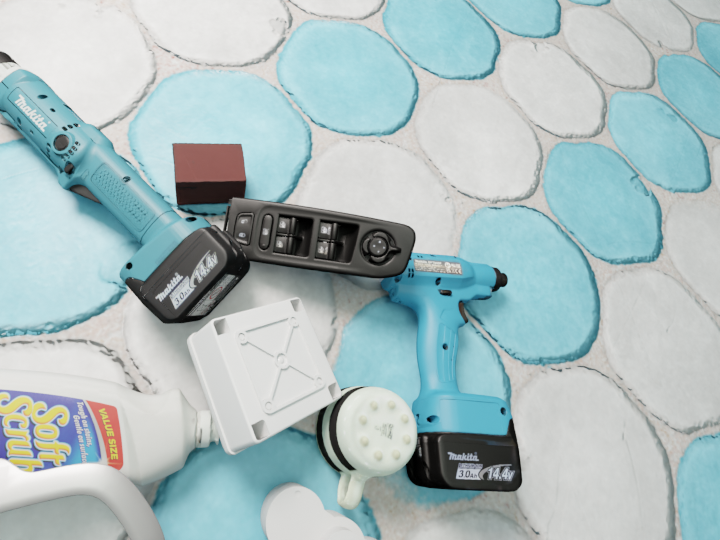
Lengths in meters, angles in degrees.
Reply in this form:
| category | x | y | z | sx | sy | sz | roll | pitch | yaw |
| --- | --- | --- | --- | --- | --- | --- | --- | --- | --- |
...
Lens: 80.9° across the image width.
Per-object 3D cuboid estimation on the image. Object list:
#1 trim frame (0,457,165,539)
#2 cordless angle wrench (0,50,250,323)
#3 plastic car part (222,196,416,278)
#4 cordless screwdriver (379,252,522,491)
| category | x | y | z | sx | sy | sz | roll | pitch | yaw |
| --- | --- | --- | --- | --- | --- | --- | --- | --- | --- |
| trim frame | -0.264 | 0.229 | 0.290 | 0.243 | 0.028 | 0.183 | -12 | 92 | -15 |
| cordless angle wrench | -0.294 | -0.121 | 0.441 | 0.431 | 0.073 | 0.098 | 43 | 89 | 10 |
| plastic car part | -0.045 | -0.030 | 0.461 | 0.207 | 0.065 | 0.067 | 8 | 79 | 10 |
| cordless screwdriver | 0.112 | 0.098 | 0.462 | 0.155 | 0.074 | 0.256 | 3 | 62 | -16 |
